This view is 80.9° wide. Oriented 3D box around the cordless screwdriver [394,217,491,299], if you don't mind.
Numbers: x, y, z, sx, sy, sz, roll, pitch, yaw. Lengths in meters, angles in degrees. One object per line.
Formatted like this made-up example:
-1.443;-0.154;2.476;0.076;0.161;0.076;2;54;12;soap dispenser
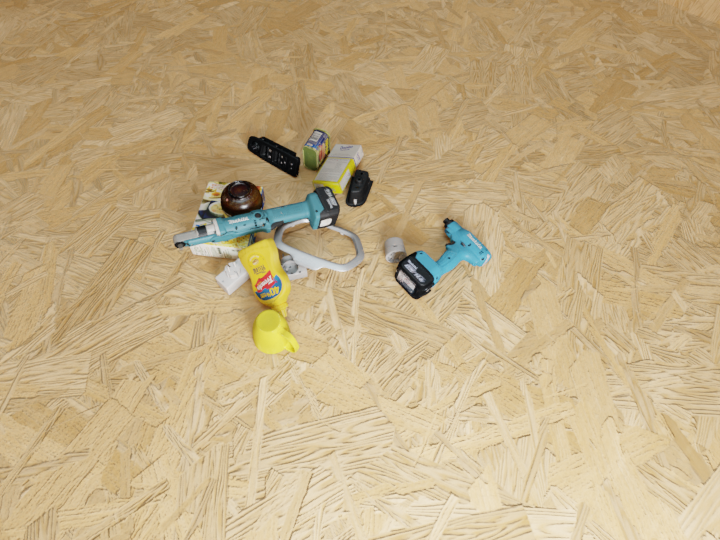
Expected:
0.198;-0.041;1.093;0.244;0.072;0.166;-26;61;-21;cordless screwdriver

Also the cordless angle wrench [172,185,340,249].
-0.261;-0.124;1.079;0.413;0.073;0.102;-16;64;-19;cordless angle wrench

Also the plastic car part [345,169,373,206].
-0.004;-0.247;1.226;0.067;0.069;0.118;13;55;7;plastic car part

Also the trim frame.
-0.109;-0.071;1.113;0.254;0.027;0.184;20;42;10;trim frame

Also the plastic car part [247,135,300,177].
-0.262;-0.366;1.307;0.209;0.065;0.066;28;51;16;plastic car part
